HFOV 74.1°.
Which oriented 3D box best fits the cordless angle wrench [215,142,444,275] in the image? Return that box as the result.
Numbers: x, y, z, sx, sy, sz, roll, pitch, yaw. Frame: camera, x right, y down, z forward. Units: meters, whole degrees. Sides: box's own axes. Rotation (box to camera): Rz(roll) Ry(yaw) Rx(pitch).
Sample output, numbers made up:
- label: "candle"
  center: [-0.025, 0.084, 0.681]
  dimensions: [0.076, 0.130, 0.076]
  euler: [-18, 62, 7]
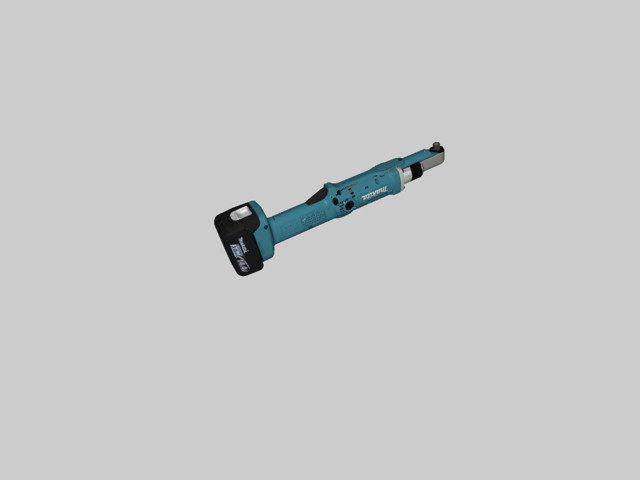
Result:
- label: "cordless angle wrench"
  center: [0.035, -0.071, 0.723]
  dimensions: [0.422, 0.098, 0.074]
  euler: [-24, 39, -13]
